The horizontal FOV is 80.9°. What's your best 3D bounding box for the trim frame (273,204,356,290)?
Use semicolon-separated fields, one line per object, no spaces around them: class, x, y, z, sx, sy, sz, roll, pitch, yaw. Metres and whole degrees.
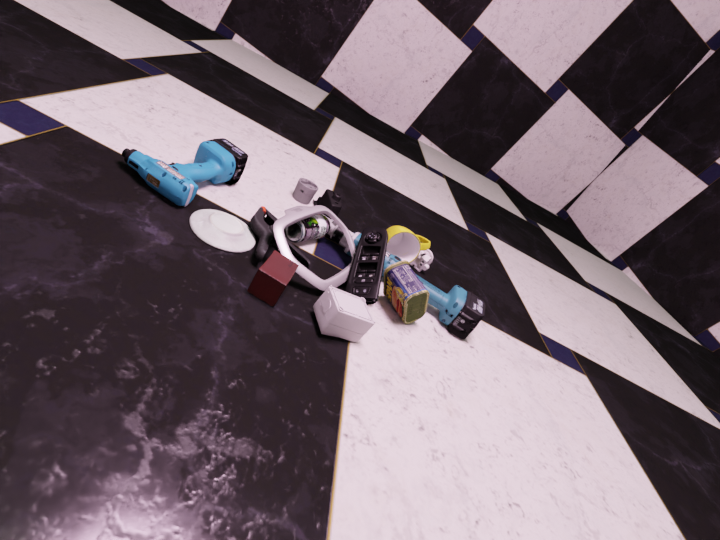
trim frame;-0.083;-0.054;0.845;0.185;0.028;0.243;55;34;1

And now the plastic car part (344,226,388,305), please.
plastic car part;0.023;-0.007;0.858;0.063;0.068;0.207;56;34;-43

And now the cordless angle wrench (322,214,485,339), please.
cordless angle wrench;0.072;-0.006;0.953;0.431;0.074;0.096;33;27;10

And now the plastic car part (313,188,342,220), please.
plastic car part;-0.074;-0.167;1.074;0.063;0.071;0.121;19;26;-23

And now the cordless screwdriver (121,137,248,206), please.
cordless screwdriver;-0.357;-0.224;0.885;0.161;0.074;0.247;32;31;3
